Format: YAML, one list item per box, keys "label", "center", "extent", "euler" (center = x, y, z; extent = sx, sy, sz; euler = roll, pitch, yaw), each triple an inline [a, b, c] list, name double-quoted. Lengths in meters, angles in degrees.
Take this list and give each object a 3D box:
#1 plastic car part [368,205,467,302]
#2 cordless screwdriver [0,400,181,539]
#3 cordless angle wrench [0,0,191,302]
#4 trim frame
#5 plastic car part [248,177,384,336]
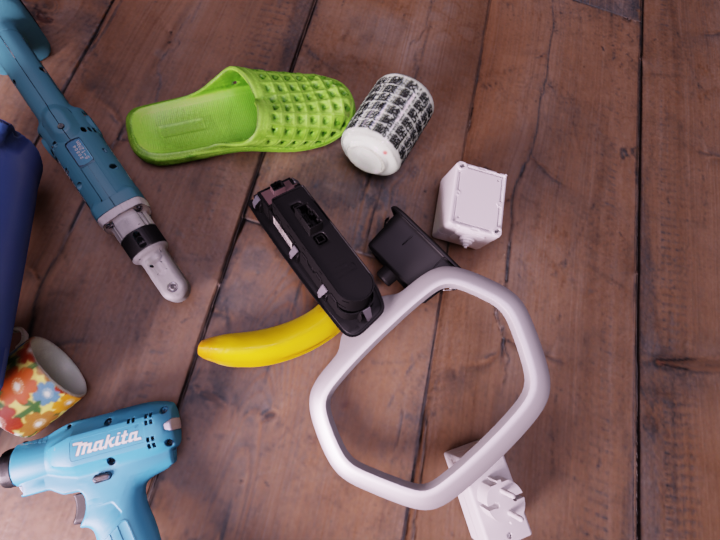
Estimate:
- label: "plastic car part"
  center: [0.055, -0.008, 0.479]
  extent: [0.118, 0.065, 0.071]
  euler: [44, 86, 8]
- label: "cordless screwdriver"
  center: [-0.219, 0.252, 0.350]
  extent: [0.157, 0.073, 0.255]
  euler: [-12, 72, -12]
- label: "cordless angle wrench"
  center: [-0.307, -0.142, 0.451]
  extent: [0.073, 0.098, 0.427]
  euler: [-35, 84, -15]
- label: "trim frame"
  center: [0.063, 0.110, 0.419]
  extent: [0.248, 0.027, 0.190]
  euler: [-45, 74, 2]
- label: "plastic car part"
  center: [-0.044, -0.028, 0.445]
  extent: [0.065, 0.066, 0.210]
  euler: [-26, 68, -25]
